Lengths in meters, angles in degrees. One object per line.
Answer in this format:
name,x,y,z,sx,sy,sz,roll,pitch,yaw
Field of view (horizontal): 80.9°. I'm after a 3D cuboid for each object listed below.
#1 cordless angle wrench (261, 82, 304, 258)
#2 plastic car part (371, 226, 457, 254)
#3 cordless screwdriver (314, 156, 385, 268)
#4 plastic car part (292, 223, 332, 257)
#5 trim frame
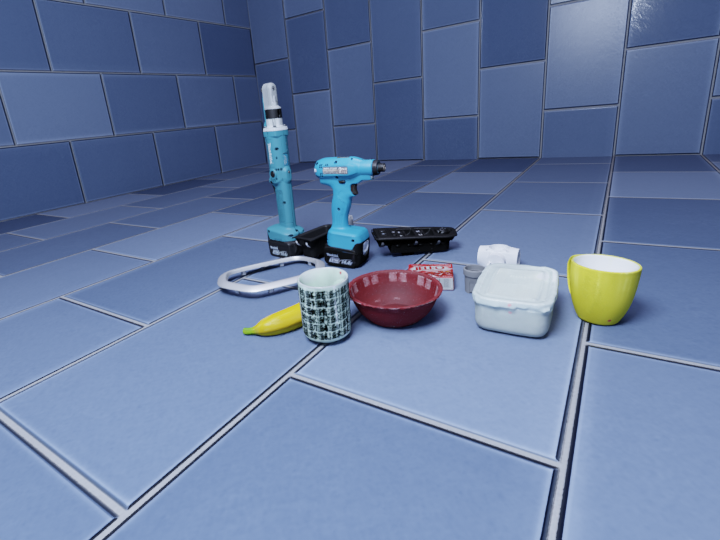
cordless angle wrench,-0.199,-0.241,1.049,0.103,0.414,0.072,11,23,39
plastic car part,0.132,-0.071,1.008,0.202,0.065,0.068,-6,19,-3
cordless screwdriver,-0.016,-0.132,0.954,0.166,0.243,0.073,5,20,27
plastic car part,-0.103,-0.067,1.053,0.069,0.069,0.113,13,26,41
trim frame,-0.194,0.007,0.940,0.241,0.027,0.194,-17,23,-27
